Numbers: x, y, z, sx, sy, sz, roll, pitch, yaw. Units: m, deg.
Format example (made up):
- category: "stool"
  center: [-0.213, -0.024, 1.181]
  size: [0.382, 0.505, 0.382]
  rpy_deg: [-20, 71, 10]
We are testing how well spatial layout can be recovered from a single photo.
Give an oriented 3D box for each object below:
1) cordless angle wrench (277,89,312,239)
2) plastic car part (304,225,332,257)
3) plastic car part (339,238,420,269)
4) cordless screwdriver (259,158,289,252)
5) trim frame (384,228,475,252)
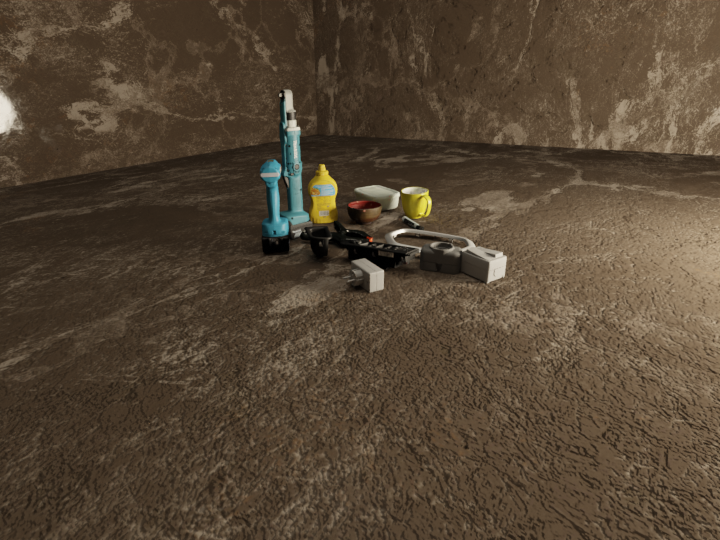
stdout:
- category: "cordless angle wrench"
  center: [-0.202, -0.303, 1.233]
  size: [0.094, 0.413, 0.079]
  rpy_deg: [-16, 26, -35]
- category: "plastic car part"
  center: [-0.110, -0.072, 1.128]
  size: [0.065, 0.069, 0.121]
  rpy_deg: [-5, 23, -10]
- category: "plastic car part"
  center: [0.042, -0.042, 1.051]
  size: [0.214, 0.065, 0.064]
  rpy_deg: [16, 28, 35]
- category: "cordless screwdriver"
  center: [-0.240, -0.183, 1.175]
  size: [0.074, 0.243, 0.164]
  rpy_deg: [-3, 22, -6]
- category: "trim frame"
  center: [0.188, -0.077, 1.165]
  size: [0.259, 0.027, 0.181]
  rpy_deg: [9, 26, 24]
